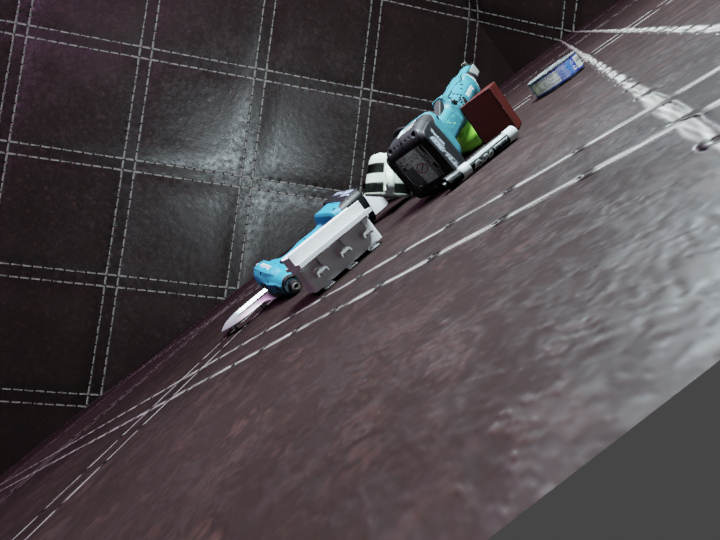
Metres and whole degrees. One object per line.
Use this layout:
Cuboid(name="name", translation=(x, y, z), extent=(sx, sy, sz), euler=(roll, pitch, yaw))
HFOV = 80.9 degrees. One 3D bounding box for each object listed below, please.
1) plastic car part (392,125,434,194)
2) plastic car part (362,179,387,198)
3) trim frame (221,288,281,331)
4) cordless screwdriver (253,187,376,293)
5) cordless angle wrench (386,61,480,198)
Cuboid(name="plastic car part", translation=(0.111, -0.199, 0.733), extent=(0.068, 0.118, 0.067), euler=(-13, -10, -35))
Cuboid(name="plastic car part", translation=(0.065, -0.206, 0.946), extent=(0.067, 0.065, 0.208), euler=(-57, 17, -17))
Cuboid(name="trim frame", translation=(-0.182, 0.044, 0.862), extent=(0.245, 0.027, 0.188), euler=(-41, 9, -28))
Cuboid(name="cordless screwdriver", translation=(-0.075, -0.049, 0.767), extent=(0.246, 0.072, 0.166), euler=(-43, 25, -18))
Cuboid(name="cordless angle wrench", translation=(0.157, -0.274, 0.724), extent=(0.076, 0.095, 0.423), euler=(-32, 21, 43))
